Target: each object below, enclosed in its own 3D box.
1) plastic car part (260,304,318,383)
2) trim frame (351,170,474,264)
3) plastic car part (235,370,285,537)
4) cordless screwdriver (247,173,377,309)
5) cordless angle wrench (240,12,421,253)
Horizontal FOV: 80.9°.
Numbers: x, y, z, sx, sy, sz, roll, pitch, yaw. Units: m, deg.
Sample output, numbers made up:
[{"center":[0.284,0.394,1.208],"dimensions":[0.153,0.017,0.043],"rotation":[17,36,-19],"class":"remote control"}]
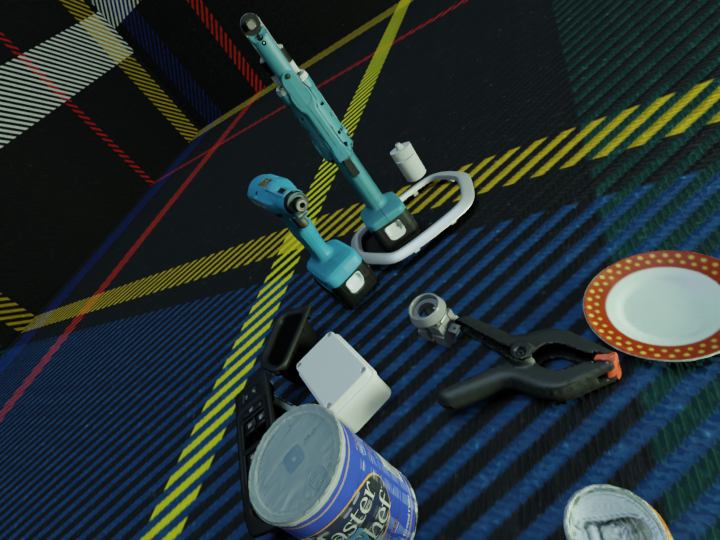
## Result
[{"center":[-0.101,0.121,0.645],"dimensions":[0.068,0.067,0.118],"rotation":[-18,39,31],"class":"plastic car part"},{"center":[0.088,-0.094,0.746],"dimensions":[0.248,0.026,0.193],"rotation":[-40,33,0],"class":"trim frame"},{"center":[-0.118,0.232,0.536],"dimensions":[0.067,0.064,0.212],"rotation":[-36,33,7],"class":"plastic car part"},{"center":[-0.063,-0.041,0.641],"dimensions":[0.074,0.237,0.168],"rotation":[-46,32,-11],"class":"cordless screwdriver"},{"center":[-0.042,-0.199,0.654],"dimensions":[0.075,0.403,0.102],"rotation":[-35,31,7],"class":"cordless angle wrench"}]
